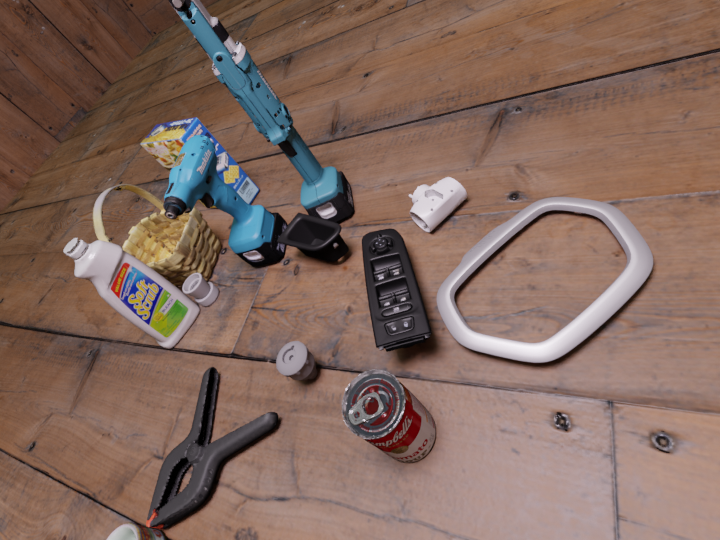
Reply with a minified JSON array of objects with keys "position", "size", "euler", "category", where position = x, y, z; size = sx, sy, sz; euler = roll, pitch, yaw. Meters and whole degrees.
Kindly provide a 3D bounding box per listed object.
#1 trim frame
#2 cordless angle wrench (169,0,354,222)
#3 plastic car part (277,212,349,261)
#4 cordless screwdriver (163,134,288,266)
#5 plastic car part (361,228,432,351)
[{"position":[0.208,0.003,0.504],"size":[0.248,0.026,0.195],"euler":[-43,44,-3],"category":"trim frame"},{"position":[-0.134,-0.230,0.645],"size":[0.076,0.400,0.101],"euler":[-22,46,17],"category":"cordless angle wrench"},{"position":[-0.068,-0.044,0.694],"size":[0.123,0.067,0.066],"euler":[19,67,41],"category":"plastic car part"},{"position":[-0.223,-0.090,0.712],"size":[0.077,0.235,0.163],"euler":[-14,49,23],"category":"cordless screwdriver"},{"position":[0.047,0.022,0.569],"size":[0.067,0.063,0.211],"euler":[-24,46,15],"category":"plastic car part"}]
